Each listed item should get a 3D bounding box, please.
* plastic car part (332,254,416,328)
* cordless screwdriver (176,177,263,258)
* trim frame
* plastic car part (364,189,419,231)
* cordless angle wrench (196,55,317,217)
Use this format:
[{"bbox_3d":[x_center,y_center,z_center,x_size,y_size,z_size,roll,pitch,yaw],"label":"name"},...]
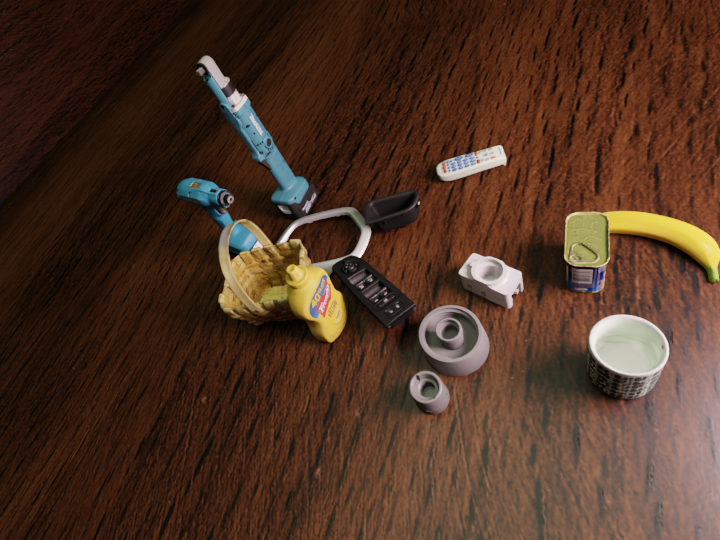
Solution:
[{"bbox_3d":[0.022,0.039,0.795,0.066,0.063,0.215,-41,48,-7],"label":"plastic car part"},{"bbox_3d":[-0.285,-0.105,0.944,0.168,0.236,0.074,17,64,34],"label":"cordless screwdriver"},{"bbox_3d":[-0.093,-0.061,0.954,0.256,0.026,0.189,-10,52,20],"label":"trim frame"},{"bbox_3d":[0.073,-0.116,0.882,0.119,0.067,0.068,-12,51,19],"label":"plastic car part"},{"bbox_3d":[-0.221,-0.279,0.929,0.078,0.401,0.098,10,60,31],"label":"cordless angle wrench"}]
